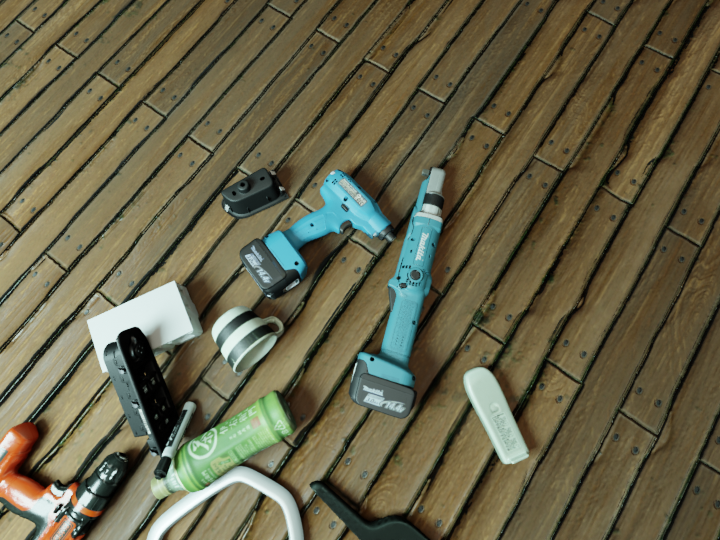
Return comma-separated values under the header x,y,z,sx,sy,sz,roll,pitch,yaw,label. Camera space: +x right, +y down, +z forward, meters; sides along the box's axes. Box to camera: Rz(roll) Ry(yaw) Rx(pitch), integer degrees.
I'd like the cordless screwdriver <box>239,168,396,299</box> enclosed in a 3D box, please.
x,y,z,sx,sy,sz,roll,pitch,yaw,label
-0.070,-0.046,0.717,0.247,0.073,0.163,-41,78,-13,cordless screwdriver

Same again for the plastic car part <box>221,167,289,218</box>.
x,y,z,sx,sy,sz,roll,pitch,yaw,label
-0.194,-0.141,0.749,0.115,0.070,0.068,-28,76,-9,plastic car part

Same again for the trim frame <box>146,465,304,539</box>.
x,y,z,sx,sy,sz,roll,pitch,yaw,label
-0.201,0.409,0.618,0.247,0.027,0.189,-34,75,-9,trim frame

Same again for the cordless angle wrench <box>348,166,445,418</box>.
x,y,z,sx,sy,sz,roll,pitch,yaw,label
0.083,0.015,0.696,0.099,0.073,0.426,15,73,4,cordless angle wrench

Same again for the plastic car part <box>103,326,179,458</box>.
x,y,z,sx,sy,sz,roll,pitch,yaw,label
-0.328,0.179,0.632,0.069,0.066,0.199,-8,102,16,plastic car part
